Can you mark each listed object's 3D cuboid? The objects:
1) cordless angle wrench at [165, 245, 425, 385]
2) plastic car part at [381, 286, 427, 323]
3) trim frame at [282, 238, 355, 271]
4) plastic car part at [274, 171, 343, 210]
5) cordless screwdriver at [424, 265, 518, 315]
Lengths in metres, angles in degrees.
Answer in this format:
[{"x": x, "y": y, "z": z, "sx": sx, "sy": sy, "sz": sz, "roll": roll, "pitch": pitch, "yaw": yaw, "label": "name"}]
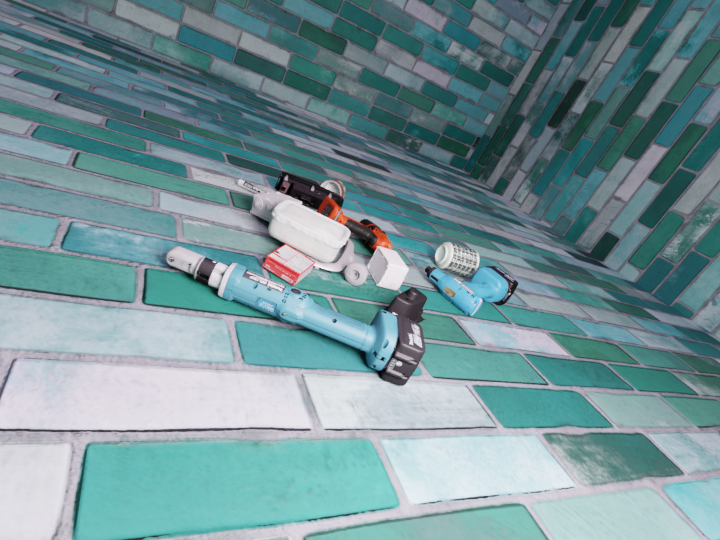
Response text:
[{"x": -0.109, "y": 0.054, "z": 0.668, "sx": 0.422, "sy": 0.074, "sz": 0.099, "roll": 22, "pitch": 23, "yaw": -1, "label": "cordless angle wrench"}, {"x": 0.093, "y": 0.067, "z": 0.833, "sx": 0.069, "sy": 0.070, "sz": 0.112, "roll": 36, "pitch": 22, "yaw": 23, "label": "plastic car part"}, {"x": -0.095, "y": -0.062, "z": 0.974, "sx": 0.185, "sy": 0.027, "sz": 0.249, "roll": 24, "pitch": 22, "yaw": 0, "label": "trim frame"}, {"x": -0.138, "y": -0.209, "z": 1.192, "sx": 0.196, "sy": 0.066, "sz": 0.069, "roll": 17, "pitch": 35, "yaw": -19, "label": "plastic car part"}, {"x": 0.286, "y": 0.033, "z": 1.093, "sx": 0.238, "sy": 0.074, "sz": 0.168, "roll": -7, "pitch": 39, "yaw": -44, "label": "cordless screwdriver"}]
